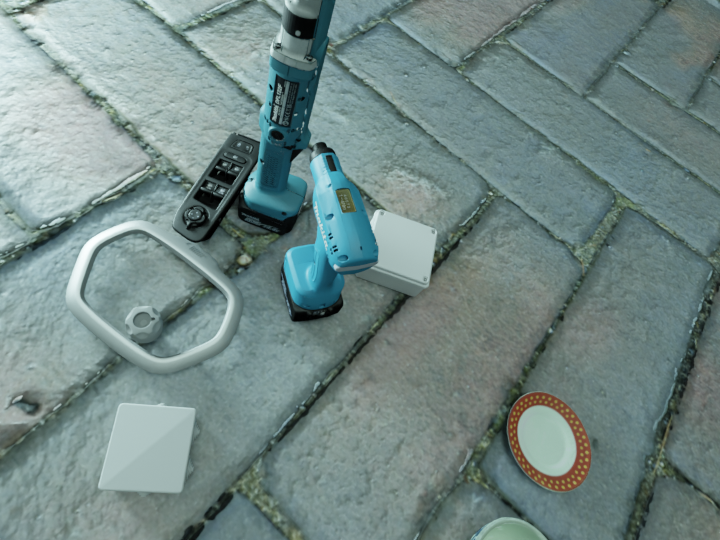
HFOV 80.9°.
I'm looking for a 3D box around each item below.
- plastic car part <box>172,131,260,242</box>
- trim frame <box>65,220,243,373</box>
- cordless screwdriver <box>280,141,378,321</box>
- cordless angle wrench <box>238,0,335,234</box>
[{"bbox_3d":[-0.222,-0.124,0.662,0.066,0.067,0.204,25,61,-3],"label":"plastic car part"},{"bbox_3d":[-0.283,0.030,0.591,0.251,0.027,0.183,33,61,5],"label":"trim frame"},{"bbox_3d":[-0.054,-0.035,0.551,0.072,0.248,0.164,-8,68,-21],"label":"cordless screwdriver"},{"bbox_3d":[-0.091,-0.182,0.520,0.097,0.421,0.075,22,61,-7],"label":"cordless angle wrench"}]
